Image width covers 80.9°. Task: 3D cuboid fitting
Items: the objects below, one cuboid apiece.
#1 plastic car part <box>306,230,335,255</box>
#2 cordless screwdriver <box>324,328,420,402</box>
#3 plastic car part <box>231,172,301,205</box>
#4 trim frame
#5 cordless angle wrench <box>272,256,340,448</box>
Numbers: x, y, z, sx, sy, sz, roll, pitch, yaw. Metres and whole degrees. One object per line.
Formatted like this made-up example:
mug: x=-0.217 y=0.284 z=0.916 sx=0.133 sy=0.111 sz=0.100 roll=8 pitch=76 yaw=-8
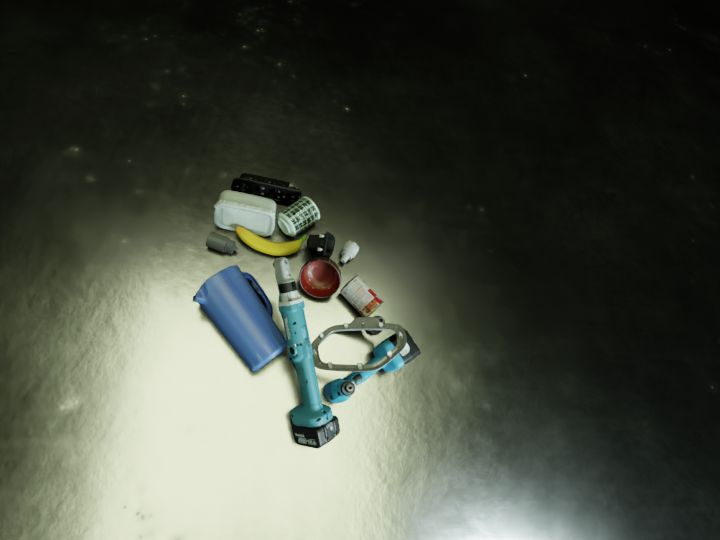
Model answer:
plastic car part: x=-0.114 y=-0.074 z=1.162 sx=0.072 sy=0.115 sz=0.066 roll=8 pitch=90 yaw=6
cordless screwdriver: x=0.032 y=0.233 z=1.016 sx=0.244 sy=0.159 sz=0.076 roll=-30 pitch=82 yaw=-23
plastic car part: x=-0.272 y=-0.242 z=1.226 sx=0.200 sy=0.065 sz=0.069 roll=8 pitch=56 yaw=-7
trim frame: x=-0.011 y=0.175 z=1.017 sx=0.258 sy=0.026 sz=0.183 roll=-7 pitch=28 yaw=28
cordless angle wrench: x=-0.139 y=0.177 z=0.964 sx=0.071 sy=0.102 sz=0.423 roll=-10 pitch=88 yaw=-51
